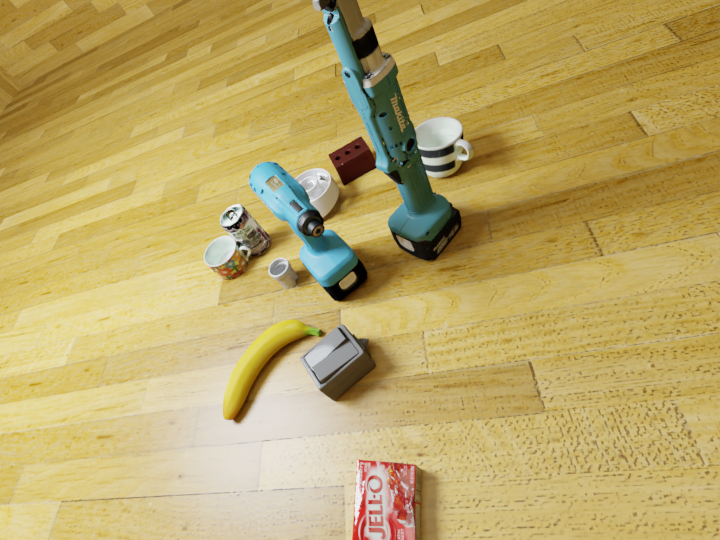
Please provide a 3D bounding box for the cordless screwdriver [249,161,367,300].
[{"bbox_3d":[-0.060,-0.039,0.616,0.074,0.236,0.168,-40,50,-6],"label":"cordless screwdriver"}]

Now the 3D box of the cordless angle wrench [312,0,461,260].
[{"bbox_3d":[0.043,-0.165,0.542,0.079,0.401,0.097,31,74,38],"label":"cordless angle wrench"}]

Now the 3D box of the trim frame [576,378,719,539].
[{"bbox_3d":[0.341,0.198,0.382,0.260,0.026,0.186,5,60,30],"label":"trim frame"}]
